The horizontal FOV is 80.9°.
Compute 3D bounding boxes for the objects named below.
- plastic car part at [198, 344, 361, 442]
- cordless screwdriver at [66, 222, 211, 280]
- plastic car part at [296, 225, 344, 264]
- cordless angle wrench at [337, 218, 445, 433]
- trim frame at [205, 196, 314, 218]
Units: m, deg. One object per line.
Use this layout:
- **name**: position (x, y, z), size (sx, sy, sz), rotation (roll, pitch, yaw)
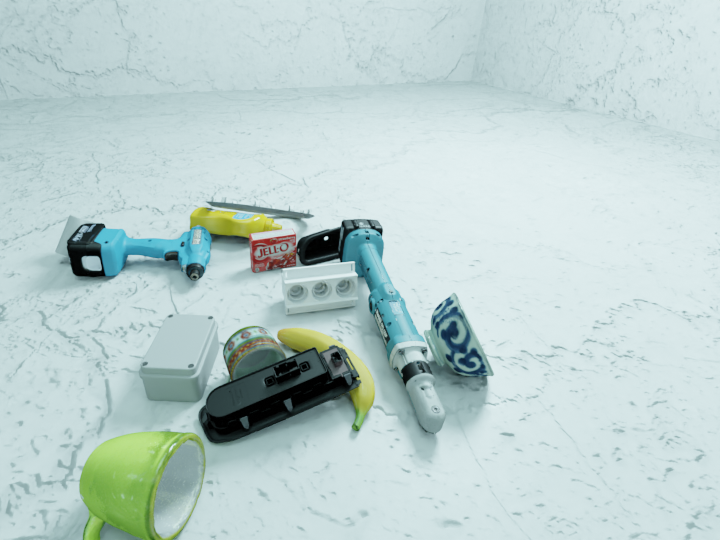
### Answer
- **plastic car part**: position (-0.102, 0.146, 0.519), size (0.200, 0.064, 0.070), rotation (-23, 53, -11)
- **cordless screwdriver**: position (-0.411, -0.028, 0.798), size (0.244, 0.072, 0.166), rotation (-2, 32, -13)
- **plastic car part**: position (-0.085, -0.056, 0.873), size (0.113, 0.064, 0.074), rotation (-16, 21, -22)
- **cordless angle wrench**: position (0.041, 0.056, 0.669), size (0.073, 0.096, 0.441), rotation (-2, 35, -14)
- **trim frame**: position (-0.217, -0.138, 0.937), size (0.239, 0.027, 0.192), rotation (3, 5, -27)
